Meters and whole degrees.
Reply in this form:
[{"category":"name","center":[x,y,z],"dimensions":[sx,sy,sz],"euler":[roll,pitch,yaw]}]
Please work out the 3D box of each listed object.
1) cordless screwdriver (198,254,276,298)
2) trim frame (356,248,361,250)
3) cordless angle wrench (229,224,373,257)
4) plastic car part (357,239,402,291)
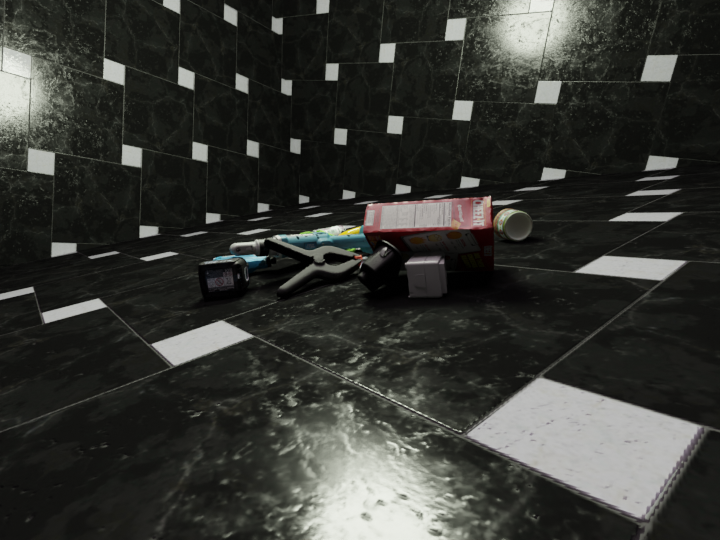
[{"category":"cordless screwdriver","center":[-0.280,-0.002,0.984],"dimensions":[0.158,0.073,0.253],"euler":[-7,9,-6]},{"category":"trim frame","center":[0.078,-0.091,1.229],"dimensions":[0.244,0.027,0.190],"euler":[-10,14,-13]},{"category":"cordless angle wrench","center":[-0.098,-0.064,1.006],"dimensions":[0.408,0.074,0.102],"euler":[-6,10,-26]},{"category":"plastic car part","center":[0.026,-0.001,0.744],"dimensions":[0.070,0.068,0.114],"euler":[-40,-16,-15]}]
